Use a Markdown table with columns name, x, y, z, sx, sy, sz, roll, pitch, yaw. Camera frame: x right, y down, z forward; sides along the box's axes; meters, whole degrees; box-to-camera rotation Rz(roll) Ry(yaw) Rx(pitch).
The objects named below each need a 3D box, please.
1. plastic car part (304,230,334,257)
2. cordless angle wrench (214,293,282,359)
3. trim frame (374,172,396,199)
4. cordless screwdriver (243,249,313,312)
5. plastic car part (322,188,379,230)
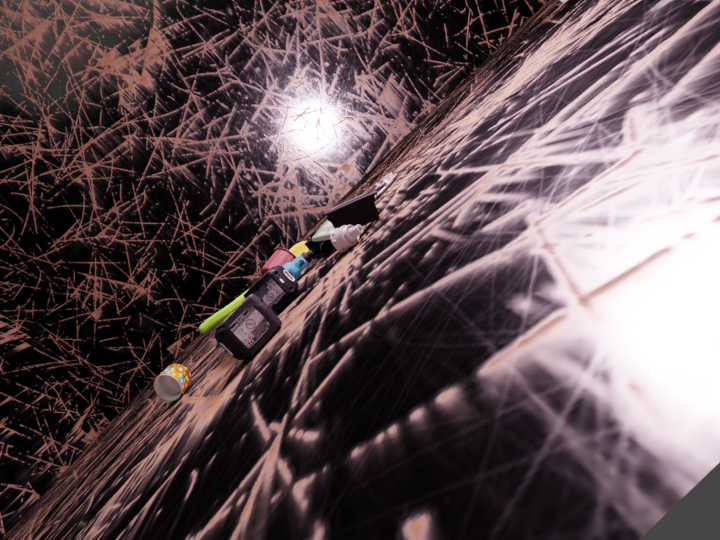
| name | x | y | z | sx | sy | sz | roll | pitch | yaw |
| --- | --- | --- | --- | --- | --- | --- | --- | --- | --- |
| plastic car part | -0.107 | -0.070 | 1.092 | 0.066 | 0.066 | 0.206 | -53 | 9 | -12 |
| cordless angle wrench | -0.260 | 0.131 | 0.872 | 0.097 | 0.073 | 0.430 | -48 | 9 | -25 |
| trim frame | 0.025 | -0.217 | 1.244 | 0.183 | 0.027 | 0.252 | -45 | 9 | -11 |
| cordless screwdriver | -0.172 | 0.019 | 0.960 | 0.159 | 0.074 | 0.250 | -44 | 6 | 2 |
| plastic car part | -0.009 | -0.109 | 0.844 | 0.118 | 0.070 | 0.066 | -26 | 10 | 10 |
